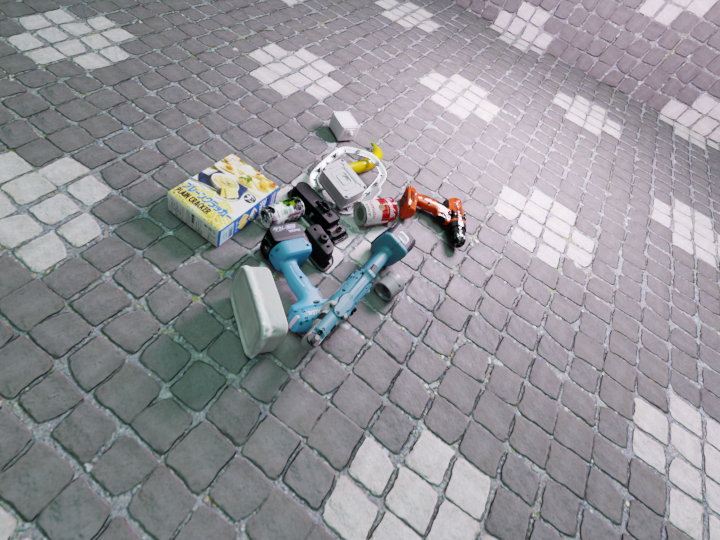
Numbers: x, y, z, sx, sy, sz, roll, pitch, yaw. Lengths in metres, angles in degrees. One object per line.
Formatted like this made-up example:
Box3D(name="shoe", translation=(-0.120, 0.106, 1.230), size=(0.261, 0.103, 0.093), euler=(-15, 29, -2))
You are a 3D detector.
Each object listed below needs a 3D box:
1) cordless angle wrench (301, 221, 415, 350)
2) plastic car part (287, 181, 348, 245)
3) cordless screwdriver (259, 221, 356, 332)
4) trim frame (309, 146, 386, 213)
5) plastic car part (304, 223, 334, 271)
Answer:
Box3D(name="cordless angle wrench", translation=(-0.004, 0.029, 0.909), size=(0.074, 0.100, 0.418), euler=(47, 44, -6))
Box3D(name="plastic car part", translation=(-0.113, -0.156, 1.081), size=(0.065, 0.066, 0.211), euler=(-33, 66, -29))
Box3D(name="cordless screwdriver", translation=(-0.117, 0.011, 0.936), size=(0.153, 0.074, 0.258), euler=(-9, 60, -34))
Box3D(name="trim frame", translation=(-0.030, -0.259, 1.183), size=(0.187, 0.027, 0.246), euler=(39, 60, 7))
Box3D(name="plastic car part", translation=(-0.098, -0.064, 1.003), size=(0.064, 0.070, 0.122), euler=(-23, 61, -32))
